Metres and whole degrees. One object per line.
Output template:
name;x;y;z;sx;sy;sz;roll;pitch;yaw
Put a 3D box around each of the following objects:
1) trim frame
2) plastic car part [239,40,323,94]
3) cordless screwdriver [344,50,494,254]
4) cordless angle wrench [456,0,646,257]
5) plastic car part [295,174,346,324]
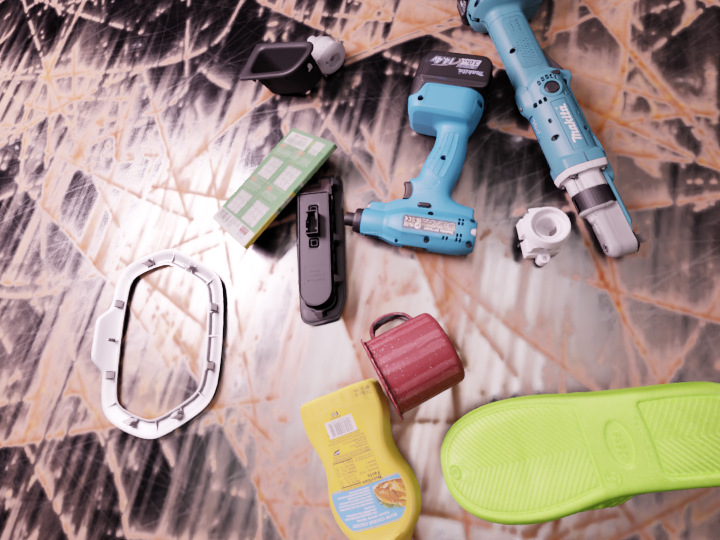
trim frame;-0.272;0.090;0.566;0.188;0.026;0.252;-4;75;12
plastic car part;-0.106;-0.287;0.618;0.122;0.067;0.066;17;79;31
cordless screwdriver;0.077;-0.149;0.539;0.163;0.072;0.250;9;80;14
cordless angle wrench;0.232;-0.215;0.527;0.099;0.072;0.433;-17;73;6
plastic car part;-0.053;-0.035;0.540;0.067;0.066;0.206;-4;76;2
